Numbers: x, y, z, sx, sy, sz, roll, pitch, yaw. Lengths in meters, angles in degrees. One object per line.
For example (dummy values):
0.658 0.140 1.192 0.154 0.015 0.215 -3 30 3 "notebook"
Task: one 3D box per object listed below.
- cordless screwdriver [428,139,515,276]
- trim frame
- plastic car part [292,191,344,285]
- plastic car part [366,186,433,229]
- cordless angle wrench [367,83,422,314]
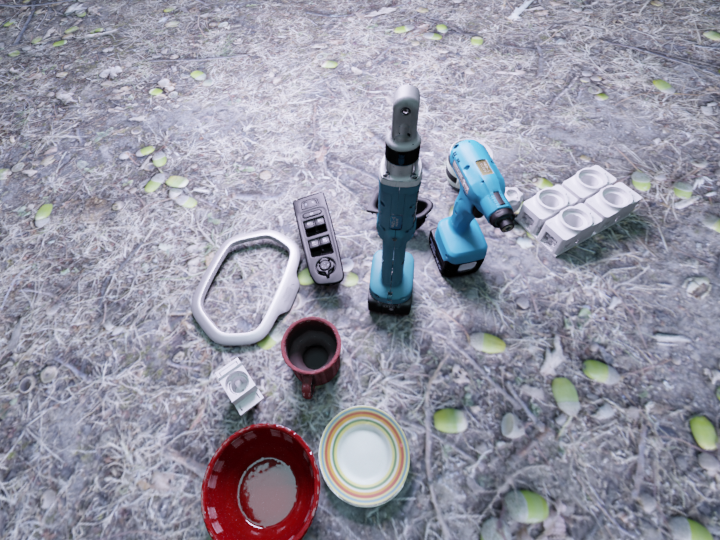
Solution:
0.178 -0.069 0.683 0.074 0.240 0.165 -11 57 -5 "cordless screwdriver"
-0.209 0.024 0.793 0.189 0.026 0.251 11 58 13 "trim frame"
-0.079 -0.052 0.806 0.066 0.065 0.211 -14 56 -5 "plastic car part"
0.077 -0.109 0.825 0.120 0.068 0.066 16 59 15 "plastic car part"
0.050 -0.067 0.595 0.075 0.408 0.100 6 58 5 "cordless angle wrench"
